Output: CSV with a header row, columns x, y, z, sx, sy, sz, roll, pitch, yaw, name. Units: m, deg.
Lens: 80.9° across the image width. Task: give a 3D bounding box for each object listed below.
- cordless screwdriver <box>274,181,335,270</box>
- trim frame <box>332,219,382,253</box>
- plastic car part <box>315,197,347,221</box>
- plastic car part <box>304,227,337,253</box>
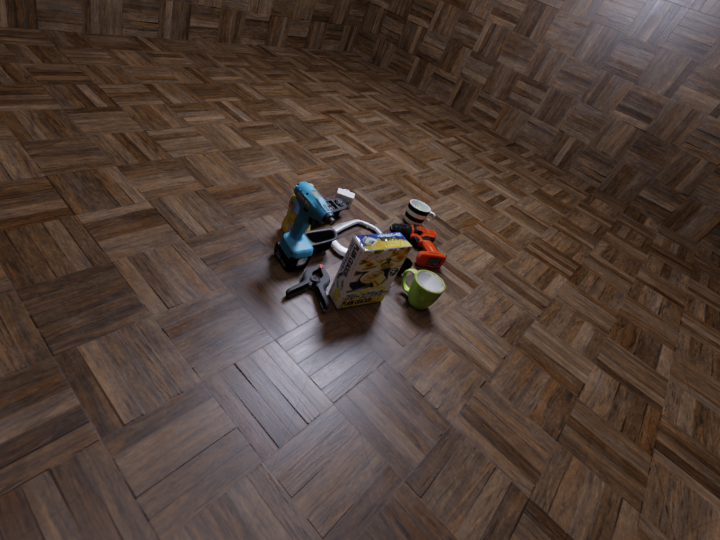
x,y,z,sx,sy,sz,roll,pitch,yaw,name
-0.150,-0.100,1.151,0.071,0.246,0.167,-10,48,-39,cordless screwdriver
-0.008,-0.108,1.414,0.191,0.027,0.242,35,39,18,trim frame
-0.120,-0.203,1.448,0.069,0.066,0.197,39,40,21,plastic car part
-0.126,-0.082,1.289,0.112,0.070,0.069,-12,49,-38,plastic car part
